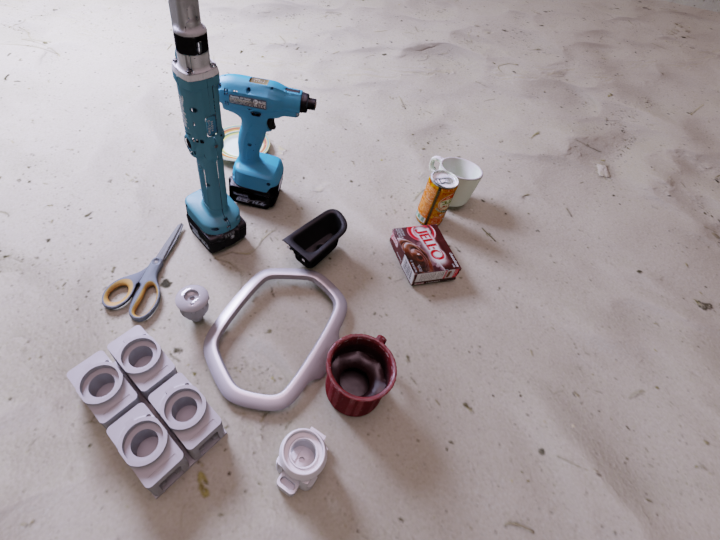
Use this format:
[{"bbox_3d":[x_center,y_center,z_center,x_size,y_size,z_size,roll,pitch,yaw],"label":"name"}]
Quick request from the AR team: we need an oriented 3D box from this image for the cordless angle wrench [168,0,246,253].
[{"bbox_3d":[-0.227,-0.193,0.614,0.073,0.414,0.102,-32,64,-31],"label":"cordless angle wrench"}]

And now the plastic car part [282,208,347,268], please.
[{"bbox_3d":[-0.072,-0.047,0.734,0.069,0.069,0.114,38,56,20],"label":"plastic car part"}]

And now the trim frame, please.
[{"bbox_3d":[-0.123,0.092,0.643,0.189,0.027,0.248,23,52,12],"label":"trim frame"}]

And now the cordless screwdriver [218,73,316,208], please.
[{"bbox_3d":[-0.165,-0.220,0.753,0.160,0.243,0.076,12,51,-1],"label":"cordless screwdriver"}]
